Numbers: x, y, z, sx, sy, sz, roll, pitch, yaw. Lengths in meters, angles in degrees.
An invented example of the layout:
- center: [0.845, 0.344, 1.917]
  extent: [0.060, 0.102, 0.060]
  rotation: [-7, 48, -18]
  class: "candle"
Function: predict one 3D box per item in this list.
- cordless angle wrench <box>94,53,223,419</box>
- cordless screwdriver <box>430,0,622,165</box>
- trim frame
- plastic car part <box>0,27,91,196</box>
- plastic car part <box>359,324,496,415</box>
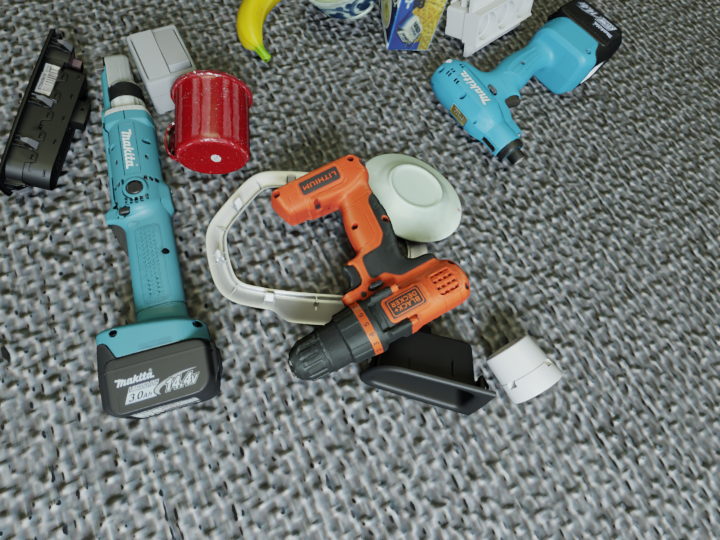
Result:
- center: [-0.233, -0.072, 0.447]
  extent: [0.096, 0.073, 0.436]
  rotation: [-14, 68, -13]
  class: "cordless angle wrench"
- center: [0.234, -0.249, 0.564]
  extent: [0.246, 0.073, 0.163]
  rotation: [-31, 75, -13]
  class: "cordless screwdriver"
- center: [-0.046, -0.030, 0.470]
  extent: [0.246, 0.027, 0.188]
  rotation: [5, 69, -6]
  class: "trim frame"
- center: [-0.352, -0.170, 0.481]
  extent: [0.064, 0.068, 0.207]
  rotation: [19, 63, -29]
  class: "plastic car part"
- center: [0.064, 0.089, 0.421]
  extent: [0.118, 0.064, 0.072]
  rotation: [17, 53, 4]
  class: "plastic car part"
